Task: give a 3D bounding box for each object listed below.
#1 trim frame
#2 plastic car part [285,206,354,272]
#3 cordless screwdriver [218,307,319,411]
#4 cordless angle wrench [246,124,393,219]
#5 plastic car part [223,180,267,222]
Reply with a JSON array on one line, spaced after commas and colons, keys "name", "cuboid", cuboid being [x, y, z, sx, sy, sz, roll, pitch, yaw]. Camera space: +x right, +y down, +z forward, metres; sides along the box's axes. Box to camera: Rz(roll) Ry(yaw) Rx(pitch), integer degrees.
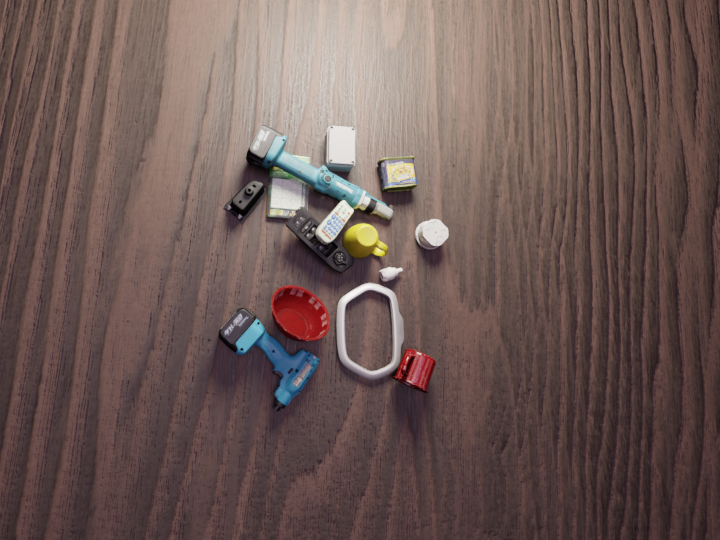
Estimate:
[{"name": "trim frame", "cuboid": [0.027, 0.157, 1.104, 0.181, 0.027, 0.251, -1, 79, -9]}, {"name": "plastic car part", "cuboid": [-0.107, -0.070, 1.098, 0.201, 0.068, 0.066, 42, 69, -5]}, {"name": "cordless screwdriver", "cuboid": [-0.238, 0.214, 1.028, 0.246, 0.075, 0.159, 38, 77, -6]}, {"name": "cordless angle wrench", "cuboid": [-0.095, -0.238, 1.122, 0.413, 0.076, 0.098, 27, 75, -12]}, {"name": "plastic car part", "cuboid": [-0.291, -0.191, 1.089, 0.065, 0.072, 0.116, 40, 80, -6]}]
